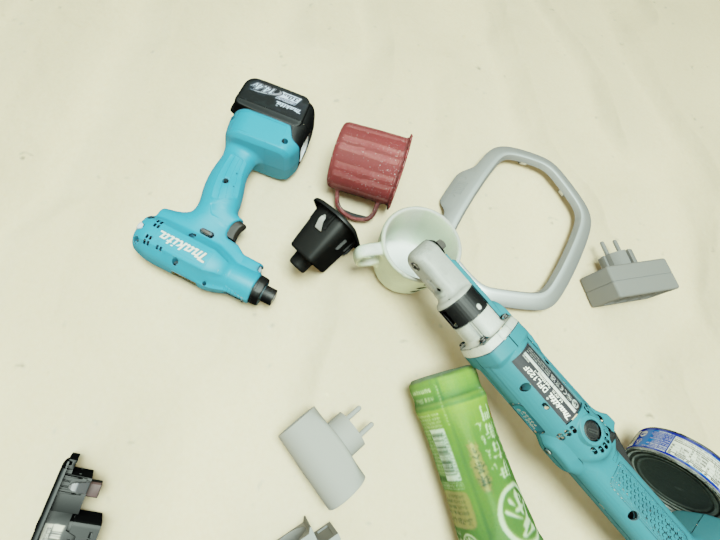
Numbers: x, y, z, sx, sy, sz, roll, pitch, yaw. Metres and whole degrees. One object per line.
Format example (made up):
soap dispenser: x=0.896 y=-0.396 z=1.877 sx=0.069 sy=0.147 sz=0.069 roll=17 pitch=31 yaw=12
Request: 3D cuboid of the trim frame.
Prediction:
trim frame: x=0.194 y=-0.061 z=0.540 sx=0.186 sy=0.027 sz=0.248 roll=33 pitch=68 yaw=6

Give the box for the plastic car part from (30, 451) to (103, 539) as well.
plastic car part: x=-0.247 y=0.258 z=0.324 sx=0.064 sy=0.068 sz=0.205 roll=29 pitch=61 yaw=-27

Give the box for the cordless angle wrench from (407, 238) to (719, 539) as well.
cordless angle wrench: x=0.189 y=0.142 z=0.379 sx=0.096 sy=0.074 sz=0.428 roll=-37 pitch=83 yaw=-24

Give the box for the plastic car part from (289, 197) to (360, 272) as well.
plastic car part: x=-0.044 y=-0.029 z=0.453 sx=0.067 sy=0.115 sz=0.071 roll=41 pitch=90 yaw=6

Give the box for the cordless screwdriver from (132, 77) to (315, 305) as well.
cordless screwdriver: x=-0.123 y=-0.090 z=0.484 sx=0.160 sy=0.074 sz=0.250 roll=25 pitch=69 yaw=2
